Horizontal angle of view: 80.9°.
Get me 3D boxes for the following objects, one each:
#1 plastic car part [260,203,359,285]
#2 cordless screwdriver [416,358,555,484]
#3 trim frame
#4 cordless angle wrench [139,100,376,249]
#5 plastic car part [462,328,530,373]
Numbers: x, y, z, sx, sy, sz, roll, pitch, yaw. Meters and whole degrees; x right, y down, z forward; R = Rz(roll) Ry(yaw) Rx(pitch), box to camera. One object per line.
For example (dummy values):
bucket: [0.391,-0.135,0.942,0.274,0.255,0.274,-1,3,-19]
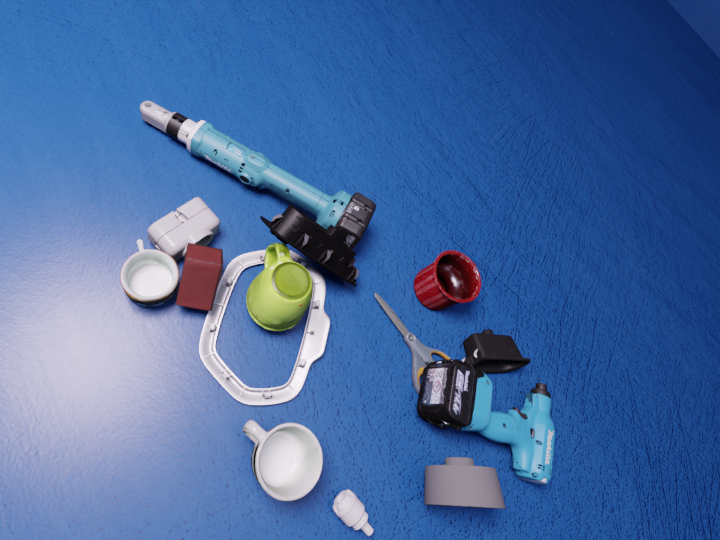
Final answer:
plastic car part: [-0.062,-0.041,0.638,0.191,0.067,0.070,28,20,-46]
cordless screwdriver: [0.216,0.215,0.679,0.241,0.076,0.160,32,59,-16]
trim frame: [-0.138,0.075,0.647,0.180,0.028,0.252,20,60,-13]
cordless angle wrench: [-0.180,-0.170,0.709,0.421,0.098,0.074,29,64,-2]
plastic car part: [0.228,0.138,0.741,0.112,0.066,0.074,3,53,-24]
